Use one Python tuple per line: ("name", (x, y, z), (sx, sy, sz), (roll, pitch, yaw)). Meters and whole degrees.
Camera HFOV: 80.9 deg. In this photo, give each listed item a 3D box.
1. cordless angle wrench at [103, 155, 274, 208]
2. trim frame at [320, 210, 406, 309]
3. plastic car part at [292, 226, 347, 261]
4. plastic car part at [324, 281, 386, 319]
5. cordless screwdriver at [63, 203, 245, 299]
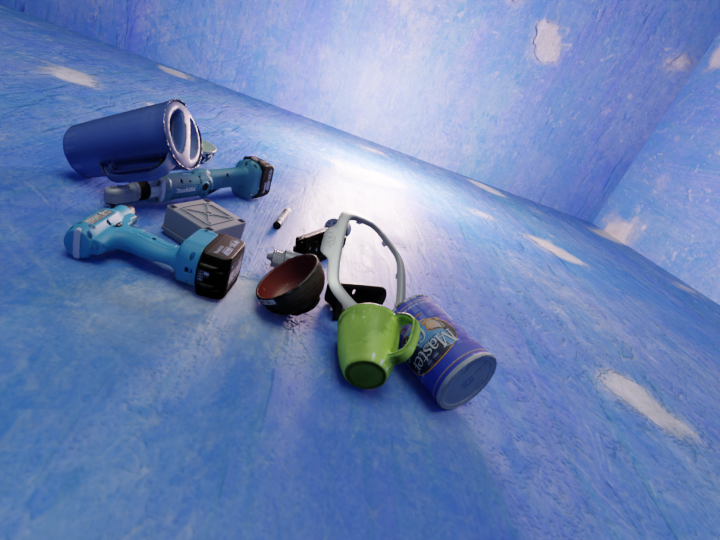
("cordless angle wrench", (-0.358, -0.192, 0.931), (0.077, 0.097, 0.410), (28, 28, 21))
("trim frame", (0.010, -0.008, 0.737), (0.177, 0.028, 0.254), (33, 40, -21))
("plastic car part", (-0.089, -0.058, 0.910), (0.070, 0.065, 0.197), (5, 16, 28))
("plastic car part", (-0.018, 0.044, 0.754), (0.111, 0.065, 0.075), (3, 16, -45))
("cordless screwdriver", (-0.312, -0.045, 0.680), (0.247, 0.073, 0.162), (15, 24, -4))
